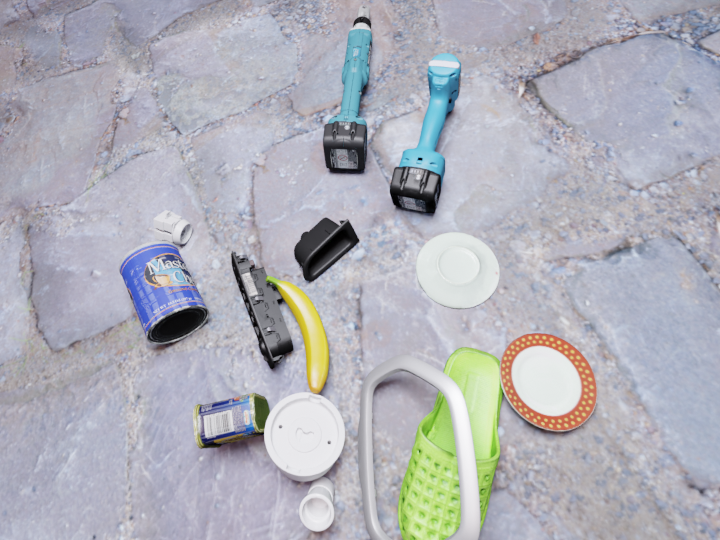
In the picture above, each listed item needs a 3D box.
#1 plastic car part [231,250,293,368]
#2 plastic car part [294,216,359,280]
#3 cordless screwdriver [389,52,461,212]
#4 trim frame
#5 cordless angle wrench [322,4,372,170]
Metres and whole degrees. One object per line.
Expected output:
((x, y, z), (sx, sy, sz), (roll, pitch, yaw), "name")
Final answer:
((-0.159, 0.062, 0.691), (0.065, 0.066, 0.211), (-10, 61, -25), "plastic car part")
((-0.071, -0.046, 0.724), (0.116, 0.062, 0.075), (-40, 53, -5), "plastic car part")
((0.123, -0.224, 0.737), (0.077, 0.154, 0.249), (14, 85, 15), "cordless screwdriver")
((0.061, 0.234, 0.535), (0.190, 0.026, 0.254), (-21, 62, 38), "trim frame")
((-0.010, -0.392, 0.848), (0.075, 0.095, 0.431), (3, 64, 5), "cordless angle wrench")
